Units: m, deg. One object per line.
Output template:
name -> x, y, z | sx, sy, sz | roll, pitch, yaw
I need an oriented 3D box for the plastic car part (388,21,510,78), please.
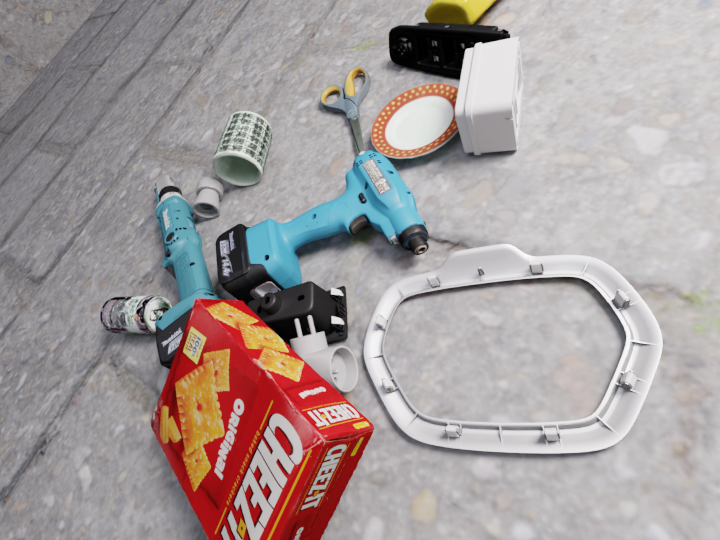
plastic car part -> 0.122, -0.314, 0.585 | 0.215, 0.063, 0.067 | 29, 69, 39

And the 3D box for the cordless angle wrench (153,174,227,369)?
cordless angle wrench -> -0.274, -0.035, 0.649 | 0.098, 0.070, 0.446 | -38, 48, 4

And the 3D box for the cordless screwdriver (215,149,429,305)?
cordless screwdriver -> -0.050, -0.033, 0.511 | 0.250, 0.070, 0.167 | -29, 51, 8

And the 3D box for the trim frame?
trim frame -> 0.116, 0.062, 0.382 | 0.257, 0.026, 0.188 | -10, 57, 27

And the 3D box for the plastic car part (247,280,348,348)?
plastic car part -> -0.080, 0.047, 0.480 | 0.119, 0.067, 0.068 | -15, 53, 19
